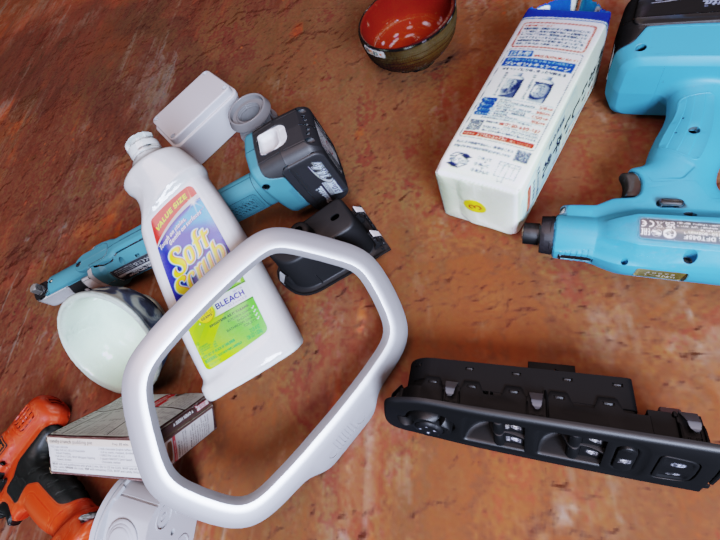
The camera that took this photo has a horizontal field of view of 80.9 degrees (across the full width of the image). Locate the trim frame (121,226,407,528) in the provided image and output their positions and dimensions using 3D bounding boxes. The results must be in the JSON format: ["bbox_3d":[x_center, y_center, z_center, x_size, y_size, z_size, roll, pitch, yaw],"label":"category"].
[{"bbox_3d":[-0.070,0.078,0.341,0.183,0.028,0.247,42,74,-2],"label":"trim frame"}]

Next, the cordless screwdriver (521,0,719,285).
[{"bbox_3d":[0.232,-0.114,0.348,0.166,0.070,0.251,6,71,25],"label":"cordless screwdriver"}]

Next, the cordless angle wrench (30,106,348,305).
[{"bbox_3d":[-0.223,-0.046,0.500,0.430,0.093,0.077,-23,59,15],"label":"cordless angle wrench"}]

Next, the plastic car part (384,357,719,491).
[{"bbox_3d":[0.115,0.096,0.296,0.210,0.063,0.068,-2,55,21],"label":"plastic car part"}]

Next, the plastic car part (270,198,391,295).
[{"bbox_3d":[-0.041,-0.027,0.418,0.117,0.067,0.069,-31,57,1],"label":"plastic car part"}]
